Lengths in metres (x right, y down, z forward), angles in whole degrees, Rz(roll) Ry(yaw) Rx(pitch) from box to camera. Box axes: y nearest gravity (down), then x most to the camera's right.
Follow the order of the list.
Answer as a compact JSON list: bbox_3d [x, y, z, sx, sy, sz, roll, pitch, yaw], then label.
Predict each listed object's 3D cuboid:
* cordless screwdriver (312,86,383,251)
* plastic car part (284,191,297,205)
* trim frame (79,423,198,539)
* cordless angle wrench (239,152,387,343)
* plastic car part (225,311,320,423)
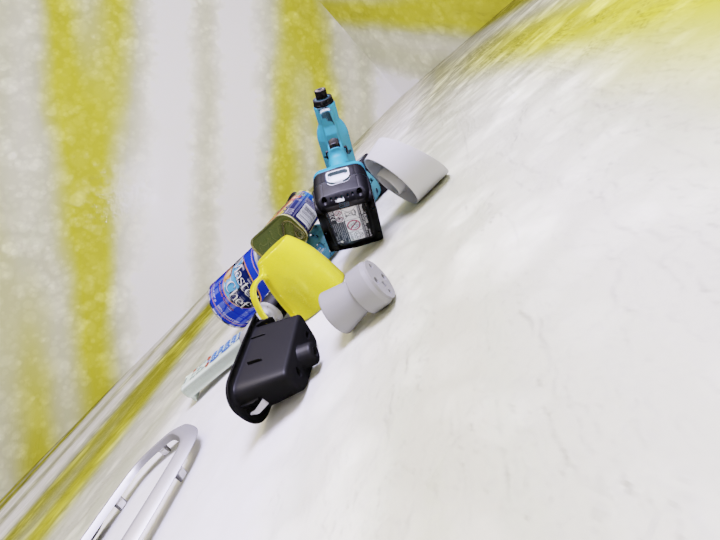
[{"bbox_3d":[-0.032,-0.153,0.605,0.075,0.152,0.258,-15,39,4],"label":"cordless screwdriver"},{"bbox_3d":[-0.133,-0.052,0.801,0.064,0.070,0.201,-8,-45,-45],"label":"plastic car part"},{"bbox_3d":[-0.245,0.259,0.425,0.187,0.027,0.251,-36,19,25],"label":"trim frame"},{"bbox_3d":[-0.068,-0.044,0.692,0.100,0.072,0.423,-29,24,47],"label":"cordless angle wrench"},{"bbox_3d":[-0.072,0.083,0.393,0.072,0.064,0.119,-27,21,11],"label":"plastic car part"}]
